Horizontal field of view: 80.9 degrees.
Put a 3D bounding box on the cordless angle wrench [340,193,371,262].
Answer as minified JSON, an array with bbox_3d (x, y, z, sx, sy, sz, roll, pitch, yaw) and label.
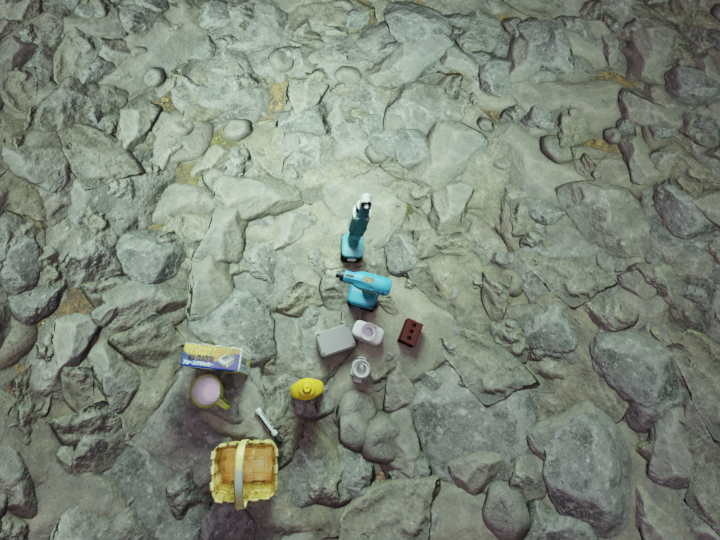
[{"bbox_3d":[-0.009,-0.128,1.265,0.074,0.418,0.100,3,73,-6],"label":"cordless angle wrench"}]

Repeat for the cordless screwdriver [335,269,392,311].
[{"bbox_3d":[-0.005,0.057,1.291,0.160,0.245,0.075,15,72,-1],"label":"cordless screwdriver"}]
